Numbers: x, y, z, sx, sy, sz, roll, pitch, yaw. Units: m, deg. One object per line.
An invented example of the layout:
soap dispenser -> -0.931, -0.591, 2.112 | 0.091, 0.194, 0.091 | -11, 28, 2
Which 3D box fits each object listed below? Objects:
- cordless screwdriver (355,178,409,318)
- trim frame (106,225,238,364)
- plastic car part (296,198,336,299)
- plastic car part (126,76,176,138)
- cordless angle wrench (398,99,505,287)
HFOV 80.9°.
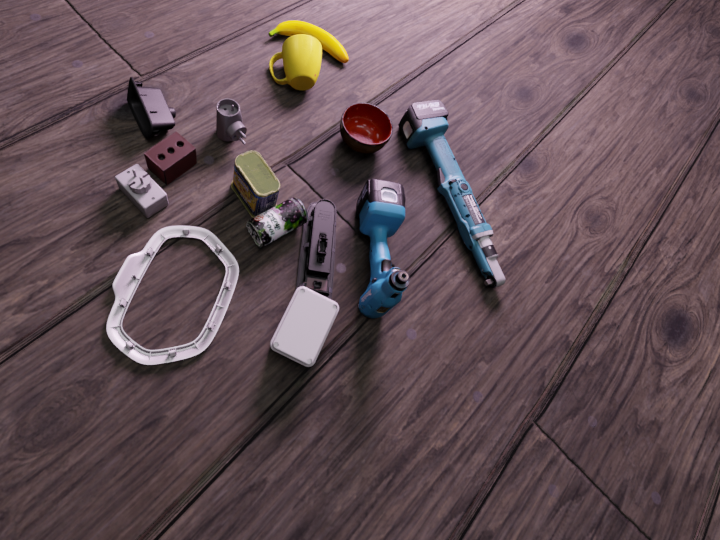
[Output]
cordless screwdriver -> 0.043, -0.052, 0.751 | 0.073, 0.159, 0.255 | 9, 63, -14
trim frame -> -0.309, 0.033, 0.703 | 0.183, 0.027, 0.251 | 18, 65, -4
plastic car part -> -0.076, -0.050, 0.779 | 0.066, 0.066, 0.208 | 5, 62, -5
plastic car part -> -0.401, -0.311, 0.825 | 0.069, 0.067, 0.119 | -23, 77, -38
cordless angle wrench -> 0.203, -0.164, 0.892 | 0.095, 0.074, 0.434 | -14, 72, -20
